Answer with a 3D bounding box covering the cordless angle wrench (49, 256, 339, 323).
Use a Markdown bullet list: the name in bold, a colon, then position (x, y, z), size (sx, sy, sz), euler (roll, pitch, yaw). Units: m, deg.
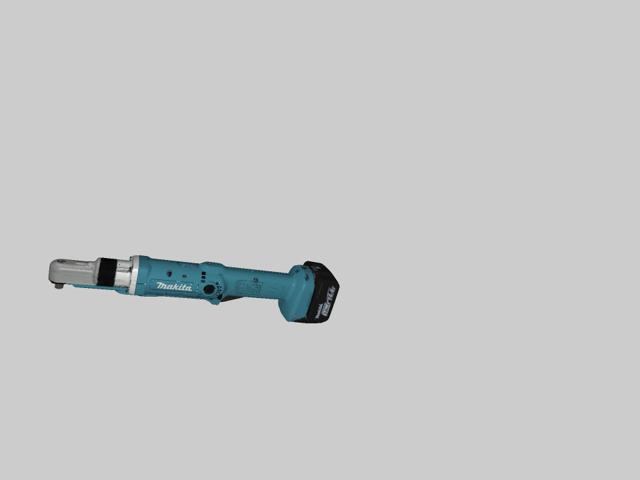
- **cordless angle wrench**: position (-0.176, 0.066, 0.661), size (0.423, 0.098, 0.074), euler (9, 20, -26)
